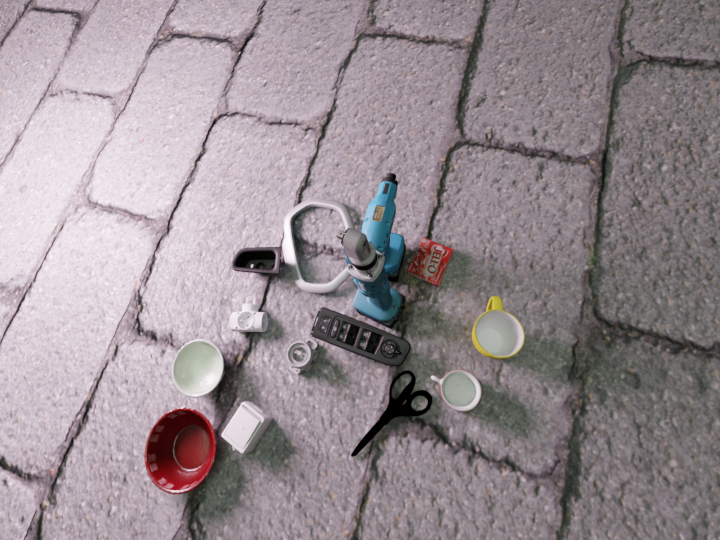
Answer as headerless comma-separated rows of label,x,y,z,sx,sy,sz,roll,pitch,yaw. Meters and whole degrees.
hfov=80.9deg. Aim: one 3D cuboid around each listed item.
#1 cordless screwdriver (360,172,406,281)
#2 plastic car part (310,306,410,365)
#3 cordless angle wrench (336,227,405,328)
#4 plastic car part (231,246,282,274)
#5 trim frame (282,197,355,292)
cordless screwdriver,0.050,-0.076,0.859,0.076,0.240,0.160,13,74,12
plastic car part,0.001,0.144,0.884,0.210,0.064,0.066,18,75,18
cordless angle wrench,0.020,0.019,0.740,0.101,0.408,0.074,24,77,15
plastic car part,-0.236,-0.016,0.994,0.119,0.068,0.067,1,71,12
trim frame,-0.098,-0.064,1.004,0.186,0.026,0.256,-18,67,6
